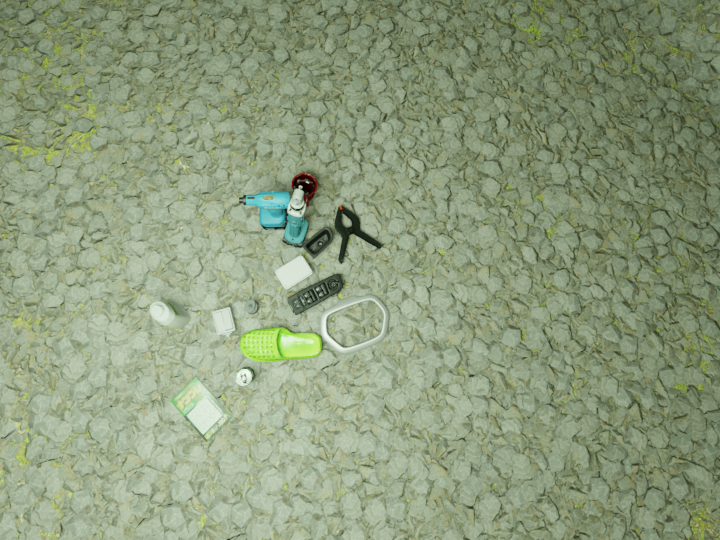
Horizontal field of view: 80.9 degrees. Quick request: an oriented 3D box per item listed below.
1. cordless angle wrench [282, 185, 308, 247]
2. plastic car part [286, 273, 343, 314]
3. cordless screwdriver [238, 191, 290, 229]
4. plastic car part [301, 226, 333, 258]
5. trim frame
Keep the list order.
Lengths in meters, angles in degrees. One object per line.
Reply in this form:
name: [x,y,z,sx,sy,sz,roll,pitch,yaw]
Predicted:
cordless angle wrench: [-0.201,-0.166,1.330,0.074,0.422,0.099,18,77,-6]
plastic car part: [-0.152,0.081,1.455,0.201,0.067,0.067,-28,82,-11]
cordless screwdriver: [-0.317,-0.203,1.421,0.158,0.248,0.075,0,79,-8]
plastic car part: [-0.146,-0.096,1.497,0.116,0.071,0.067,-42,86,-13]
trim frame: [-0.018,0.180,1.460,0.246,0.027,0.187,-20,78,-9]
